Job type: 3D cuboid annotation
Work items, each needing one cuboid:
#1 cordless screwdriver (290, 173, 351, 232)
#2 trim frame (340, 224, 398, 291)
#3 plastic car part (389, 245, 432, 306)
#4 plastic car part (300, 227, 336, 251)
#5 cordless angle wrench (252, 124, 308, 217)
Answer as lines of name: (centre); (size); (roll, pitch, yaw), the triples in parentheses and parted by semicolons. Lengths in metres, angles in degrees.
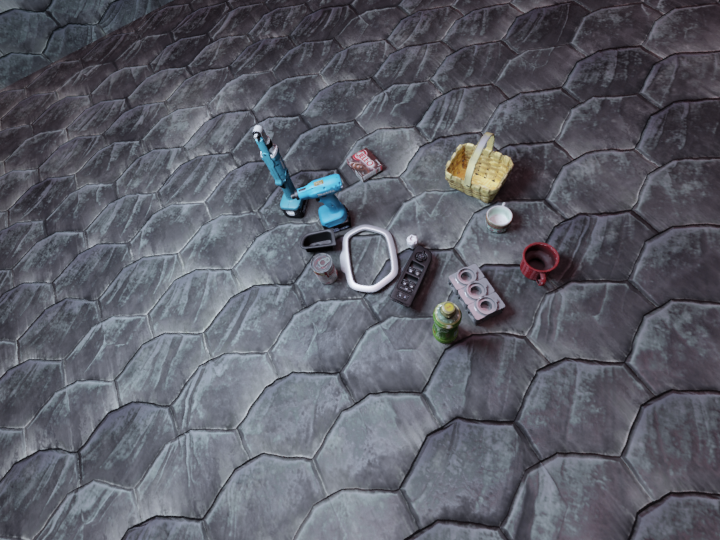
cordless screwdriver: (-0.120, -0.207, 1.364); (0.160, 0.239, 0.077); (-16, 64, 3)
trim frame: (0.024, -0.043, 1.368); (0.186, 0.026, 0.256); (-12, 62, 7)
plastic car part: (0.160, 0.020, 1.282); (0.069, 0.064, 0.203); (20, 70, 20)
plastic car part: (-0.138, -0.090, 1.407); (0.118, 0.068, 0.068); (-10, 63, 7)
cordless angle wrench: (-0.259, -0.313, 1.355); (0.076, 0.406, 0.099); (7, 66, 12)
